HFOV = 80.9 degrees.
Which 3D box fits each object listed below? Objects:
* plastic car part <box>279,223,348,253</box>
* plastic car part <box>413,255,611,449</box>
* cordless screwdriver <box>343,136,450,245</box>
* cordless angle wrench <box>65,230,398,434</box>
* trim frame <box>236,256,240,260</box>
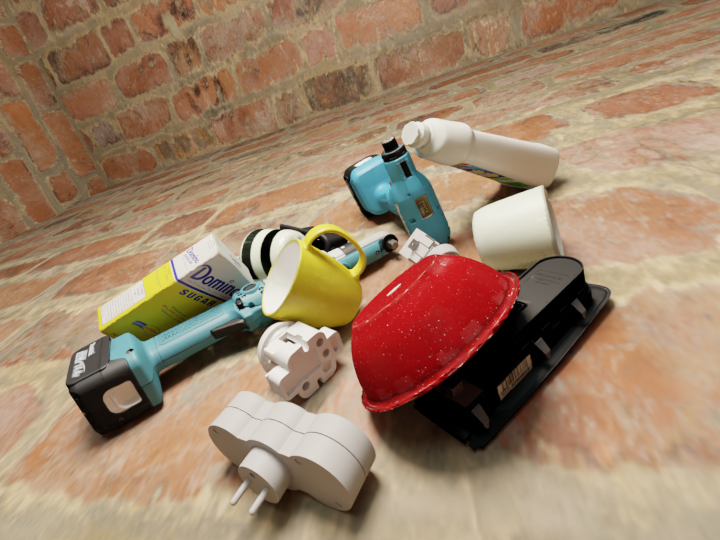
[{"bbox_3d":[-0.065,-0.042,0.661,0.123,0.064,0.069,12,25,43],"label":"plastic car part"},{"bbox_3d":[0.128,0.047,0.351,0.199,0.065,0.069,-31,20,-25],"label":"plastic car part"},{"bbox_3d":[0.038,-0.134,0.640,0.074,0.153,0.259,-30,25,-4],"label":"cordless screwdriver"},{"bbox_3d":[-0.131,0.045,0.531,0.416,0.072,0.103,-28,26,-18],"label":"cordless angle wrench"},{"bbox_3d":[-0.271,0.041,0.682,0.244,0.026,0.194,-28,28,-17],"label":"trim frame"}]
